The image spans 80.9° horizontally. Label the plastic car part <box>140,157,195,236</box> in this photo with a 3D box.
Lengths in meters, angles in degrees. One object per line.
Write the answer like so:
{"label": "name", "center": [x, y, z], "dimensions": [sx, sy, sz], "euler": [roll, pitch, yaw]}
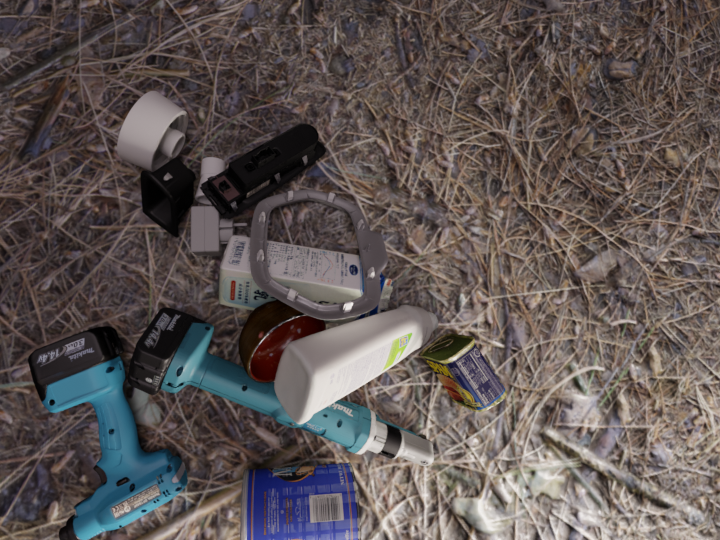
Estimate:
{"label": "plastic car part", "center": [-0.263, -0.112, 0.595], "dimensions": [0.066, 0.117, 0.071], "euler": [37, 55, -3]}

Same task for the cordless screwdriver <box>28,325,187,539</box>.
{"label": "cordless screwdriver", "center": [-0.348, 0.208, 0.545], "dimensions": [0.158, 0.075, 0.250], "euler": [-26, 88, -10]}

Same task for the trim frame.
{"label": "trim frame", "center": [-0.056, -0.036, 0.571], "dimensions": [0.180, 0.027, 0.258], "euler": [5, 42, -13]}

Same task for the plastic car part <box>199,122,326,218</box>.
{"label": "plastic car part", "center": [-0.133, -0.160, 0.616], "dimensions": [0.068, 0.066, 0.199], "euler": [45, 60, 11]}

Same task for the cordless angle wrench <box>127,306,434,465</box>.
{"label": "cordless angle wrench", "center": [-0.090, 0.177, 0.567], "dimensions": [0.418, 0.099, 0.074], "euler": [24, 122, -6]}
